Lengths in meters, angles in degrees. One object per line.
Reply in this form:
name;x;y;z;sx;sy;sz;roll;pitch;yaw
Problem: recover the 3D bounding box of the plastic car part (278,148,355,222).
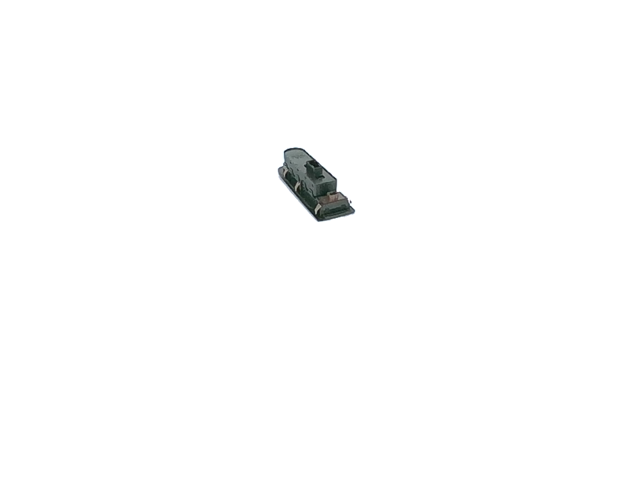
plastic car part;-0.019;-0.105;0.719;0.066;0.067;0.203;-23;37;-16
